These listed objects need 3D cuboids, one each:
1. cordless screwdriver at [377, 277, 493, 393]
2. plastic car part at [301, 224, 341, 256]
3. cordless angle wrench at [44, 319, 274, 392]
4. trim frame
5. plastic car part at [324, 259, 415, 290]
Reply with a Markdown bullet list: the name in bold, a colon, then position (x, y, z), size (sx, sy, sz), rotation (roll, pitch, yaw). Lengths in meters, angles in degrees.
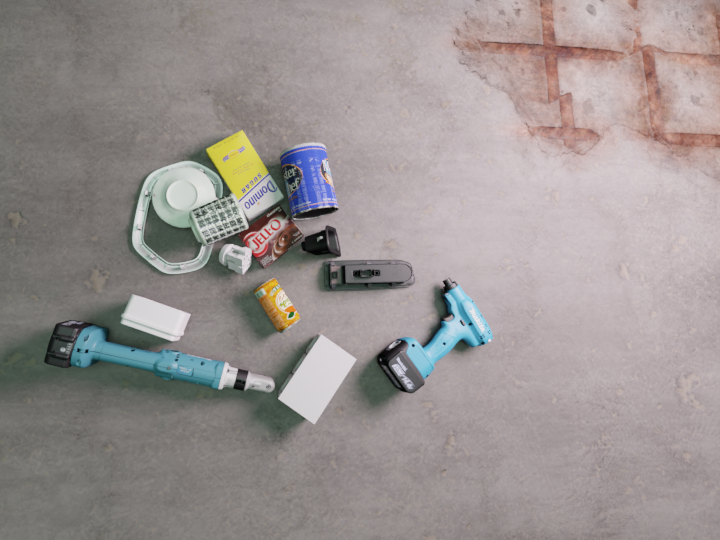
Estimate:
- **cordless screwdriver**: position (0.149, 0.137, 0.905), size (0.246, 0.075, 0.160), rotation (-31, 87, -14)
- **plastic car part**: position (-0.087, -0.057, 0.892), size (0.072, 0.113, 0.066), rotation (-13, 86, 12)
- **cordless angle wrench**: position (-0.374, 0.183, 0.828), size (0.416, 0.099, 0.074), rotation (15, 85, -8)
- **trim frame**: position (-0.384, -0.116, 0.902), size (0.182, 0.027, 0.250), rotation (9, 79, -7)
- **plastic car part**: position (0.025, 0.005, 0.917), size (0.200, 0.067, 0.067), rotation (-1, 76, -10)
